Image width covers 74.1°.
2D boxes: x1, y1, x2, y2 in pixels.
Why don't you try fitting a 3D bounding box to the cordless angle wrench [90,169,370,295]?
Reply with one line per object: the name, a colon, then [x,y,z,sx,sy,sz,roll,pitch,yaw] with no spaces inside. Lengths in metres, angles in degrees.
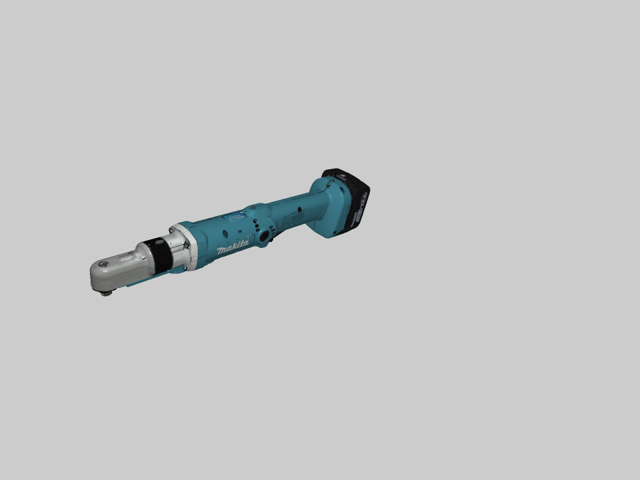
cordless angle wrench: [-0.092,-0.017,0.579,0.074,0.098,0.422,36,37,30]
